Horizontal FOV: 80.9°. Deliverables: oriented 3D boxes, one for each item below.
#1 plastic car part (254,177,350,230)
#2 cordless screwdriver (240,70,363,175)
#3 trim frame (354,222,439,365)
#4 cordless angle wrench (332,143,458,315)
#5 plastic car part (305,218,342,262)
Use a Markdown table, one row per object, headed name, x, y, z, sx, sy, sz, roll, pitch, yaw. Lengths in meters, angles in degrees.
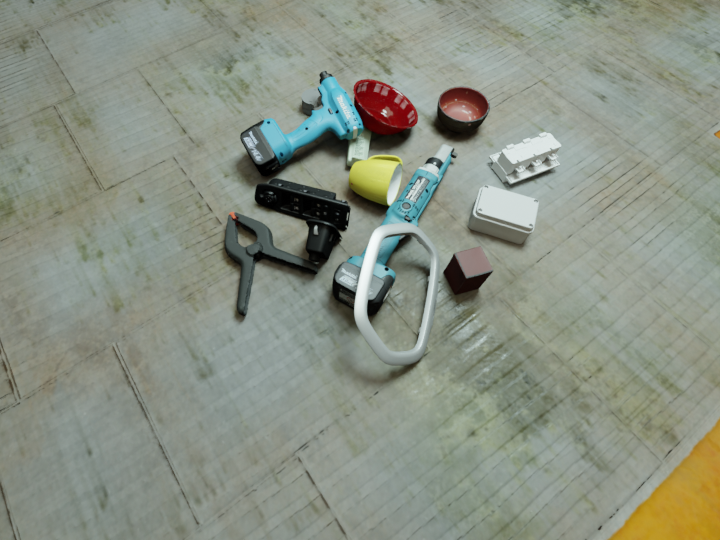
| name | x | y | z | sx | sy | sz | roll | pitch | yaw |
| --- | --- | --- | --- | --- | --- | --- | --- | --- | --- |
| plastic car part | -0.116 | -0.145 | 0.855 | 0.206 | 0.064 | 0.068 | 13 | 53 | 8 |
| cordless screwdriver | -0.135 | -0.316 | 0.903 | 0.248 | 0.073 | 0.162 | -26 | 81 | -2 |
| trim frame | 0.069 | 0.034 | 0.712 | 0.176 | 0.028 | 0.252 | 25 | 65 | -27 |
| cordless angle wrench | 0.086 | -0.108 | 0.826 | 0.101 | 0.072 | 0.422 | 26 | 63 | 13 |
| plastic car part | -0.076 | -0.050 | 0.782 | 0.067 | 0.115 | 0.071 | 14 | 87 | 5 |
